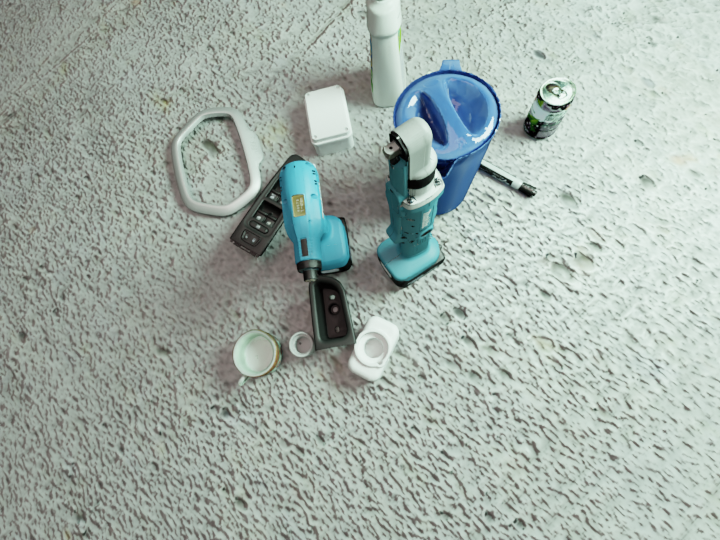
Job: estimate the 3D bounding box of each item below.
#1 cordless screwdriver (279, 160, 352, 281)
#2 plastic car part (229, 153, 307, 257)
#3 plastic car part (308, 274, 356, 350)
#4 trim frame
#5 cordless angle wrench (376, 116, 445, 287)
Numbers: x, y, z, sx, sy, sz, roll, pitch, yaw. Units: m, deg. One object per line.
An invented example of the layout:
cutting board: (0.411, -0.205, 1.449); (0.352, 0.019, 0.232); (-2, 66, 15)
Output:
cordless screwdriver: (-0.063, -0.041, 0.639); (0.075, 0.241, 0.162); (-10, 75, 4)
plastic car part: (-0.150, -0.116, 0.772); (0.068, 0.065, 0.203); (28, 81, 15)
plastic car part: (-0.046, 0.069, 0.695); (0.067, 0.069, 0.119); (-12, 73, 5)
trim frame: (-0.289, -0.222, 0.851); (0.185, 0.026, 0.255); (-21, 71, 5)
cordless angle wrench: (0.064, -0.066, 0.532); (0.098, 0.410, 0.077); (-33, 75, -2)
